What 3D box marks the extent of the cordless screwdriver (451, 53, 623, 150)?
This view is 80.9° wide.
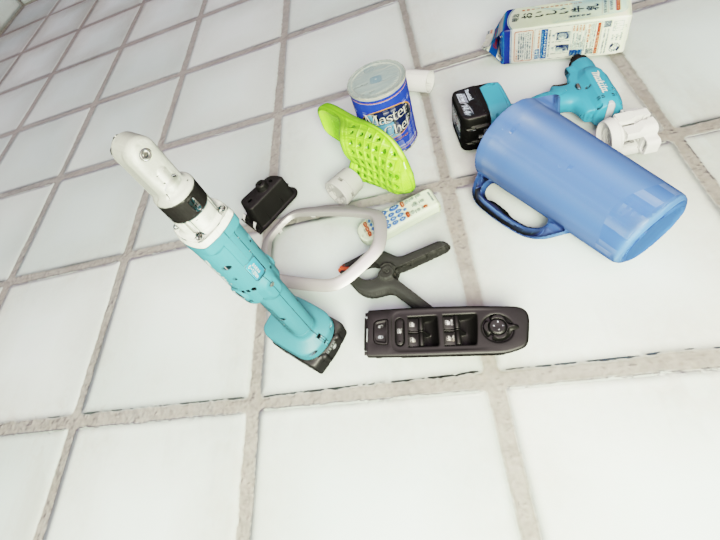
[{"bbox_3d":[0.287,-0.298,0.728,0.254,0.071,0.164,-7,56,12],"label":"cordless screwdriver"}]

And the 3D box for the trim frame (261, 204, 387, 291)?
[{"bbox_3d":[-0.069,-0.045,0.709,0.261,0.026,0.185,3,58,35],"label":"trim frame"}]

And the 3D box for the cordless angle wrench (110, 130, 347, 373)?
[{"bbox_3d":[-0.122,0.006,0.479,0.103,0.402,0.074,23,68,29],"label":"cordless angle wrench"}]

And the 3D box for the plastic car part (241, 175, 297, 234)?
[{"bbox_3d":[-0.183,-0.139,0.809,0.069,0.067,0.116,35,78,32],"label":"plastic car part"}]

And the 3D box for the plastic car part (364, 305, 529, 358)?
[{"bbox_3d":[0.110,0.087,0.548,0.209,0.063,0.068,-8,49,20],"label":"plastic car part"}]
